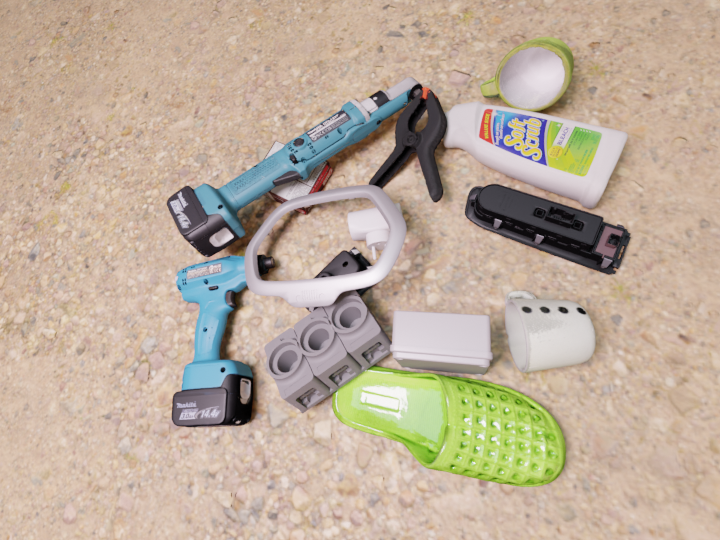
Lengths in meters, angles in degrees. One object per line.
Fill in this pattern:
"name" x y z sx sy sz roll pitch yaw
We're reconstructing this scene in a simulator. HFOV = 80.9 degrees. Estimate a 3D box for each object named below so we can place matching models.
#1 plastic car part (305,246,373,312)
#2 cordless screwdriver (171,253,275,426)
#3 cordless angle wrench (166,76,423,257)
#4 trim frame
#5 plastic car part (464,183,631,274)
"plastic car part" -0.037 0.016 0.601 0.116 0.068 0.069 -40 66 -3
"cordless screwdriver" -0.195 0.094 0.622 0.162 0.071 0.256 -14 65 11
"cordless angle wrench" -0.087 -0.176 0.644 0.422 0.071 0.103 -34 62 -4
"trim frame" -0.057 -0.037 0.586 0.257 0.026 0.188 -6 57 23
"plastic car part" 0.235 -0.064 0.553 0.212 0.064 0.066 24 87 25
